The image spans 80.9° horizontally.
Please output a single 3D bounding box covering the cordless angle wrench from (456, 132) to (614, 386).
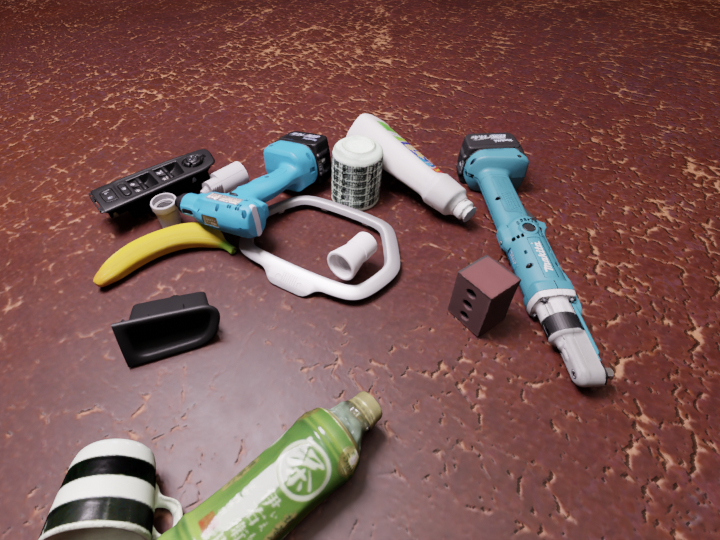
[{"bbox_3d":[0.228,-0.043,0.589,0.098,0.072,0.437,-3,49,-2],"label":"cordless angle wrench"}]

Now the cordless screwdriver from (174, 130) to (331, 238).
[{"bbox_3d":[-0.163,-0.144,0.675,0.167,0.071,0.246,14,43,27],"label":"cordless screwdriver"}]

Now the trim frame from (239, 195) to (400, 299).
[{"bbox_3d":[-0.061,-0.040,0.625,0.258,0.027,0.183,22,51,19],"label":"trim frame"}]

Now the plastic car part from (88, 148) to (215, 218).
[{"bbox_3d":[-0.327,-0.137,0.696,0.200,0.064,0.070,-36,50,-23],"label":"plastic car part"}]

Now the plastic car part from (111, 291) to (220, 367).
[{"bbox_3d":[-0.235,0.060,0.523,0.114,0.064,0.075,-16,35,-17],"label":"plastic car part"}]
